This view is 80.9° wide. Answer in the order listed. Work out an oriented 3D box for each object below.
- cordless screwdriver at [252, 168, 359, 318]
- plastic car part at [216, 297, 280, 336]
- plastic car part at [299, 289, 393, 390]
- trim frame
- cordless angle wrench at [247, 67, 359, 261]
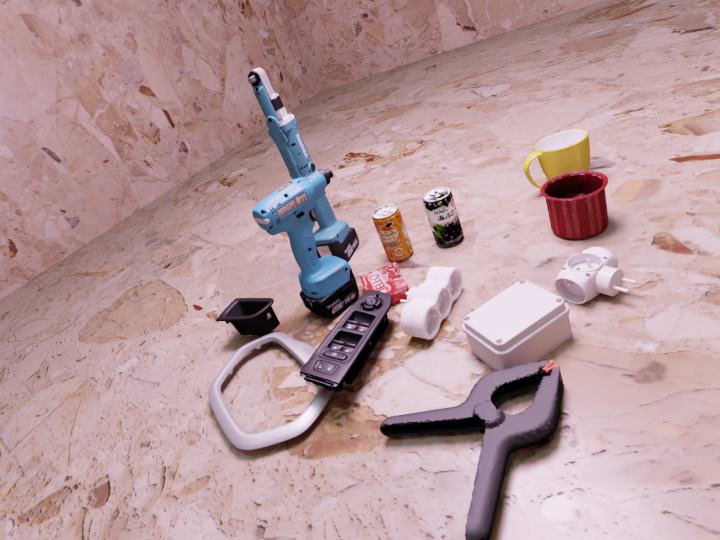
[{"bbox_3d":[-0.074,-0.048,0.755,0.157,0.239,0.078,-38,30,-25],"label":"cordless screwdriver"},{"bbox_3d":[-0.201,0.094,0.798,0.122,0.068,0.066,-2,35,35],"label":"plastic car part"},{"bbox_3d":[-0.005,0.106,0.636,0.069,0.064,0.202,-2,37,36],"label":"plastic car part"},{"bbox_3d":[-0.144,0.178,0.665,0.182,0.026,0.262,-37,32,-20],"label":"trim frame"},{"bbox_3d":[-0.119,-0.202,0.862,0.077,0.407,0.098,-6,32,32],"label":"cordless angle wrench"}]
